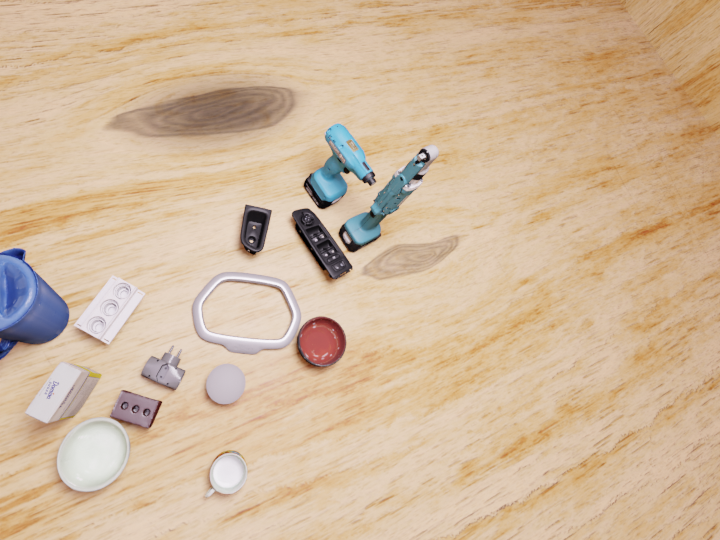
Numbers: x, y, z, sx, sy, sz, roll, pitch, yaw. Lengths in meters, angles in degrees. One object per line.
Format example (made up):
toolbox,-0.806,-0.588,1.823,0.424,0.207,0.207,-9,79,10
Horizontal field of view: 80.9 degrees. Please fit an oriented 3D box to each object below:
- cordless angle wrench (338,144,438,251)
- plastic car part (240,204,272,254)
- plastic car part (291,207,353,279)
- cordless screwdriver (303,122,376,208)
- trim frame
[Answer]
cordless angle wrench,0.059,-0.153,0.935,0.096,0.426,0.075,-28,84,-25
plastic car part,-0.258,-0.090,1.020,0.064,0.071,0.118,11,68,-14
plastic car part,-0.103,-0.067,1.055,0.065,0.067,0.207,-29,80,-24
cordless screwdriver,-0.051,-0.226,1.030,0.073,0.250,0.161,-32,84,-25
trim frame,-0.259,0.096,0.973,0.243,0.027,0.188,8,68,-12
